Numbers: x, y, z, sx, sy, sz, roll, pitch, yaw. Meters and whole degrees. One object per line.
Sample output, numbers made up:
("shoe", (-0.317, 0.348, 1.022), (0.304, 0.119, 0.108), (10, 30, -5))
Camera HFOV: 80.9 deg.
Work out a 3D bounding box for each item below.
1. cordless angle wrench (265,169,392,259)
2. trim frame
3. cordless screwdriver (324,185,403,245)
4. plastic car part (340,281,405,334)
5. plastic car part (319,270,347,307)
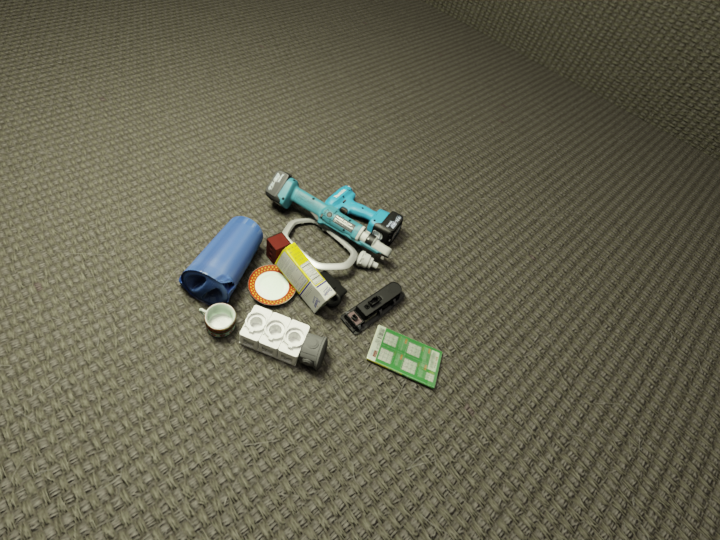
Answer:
("cordless angle wrench", (-0.091, -0.161, 1.268), (0.435, 0.072, 0.098), (32, 88, 14))
("trim frame", (-0.122, -0.080, 1.245), (0.261, 0.027, 0.179), (37, 46, 28))
("cordless screwdriver", (-0.003, -0.165, 1.326), (0.258, 0.072, 0.157), (32, 54, 20))
("plastic car part", (0.042, 0.087, 1.143), (0.198, 0.065, 0.070), (-30, 57, -32))
("plastic car part", (-0.087, 0.044, 1.158), (0.120, 0.065, 0.069), (38, 40, 15))
